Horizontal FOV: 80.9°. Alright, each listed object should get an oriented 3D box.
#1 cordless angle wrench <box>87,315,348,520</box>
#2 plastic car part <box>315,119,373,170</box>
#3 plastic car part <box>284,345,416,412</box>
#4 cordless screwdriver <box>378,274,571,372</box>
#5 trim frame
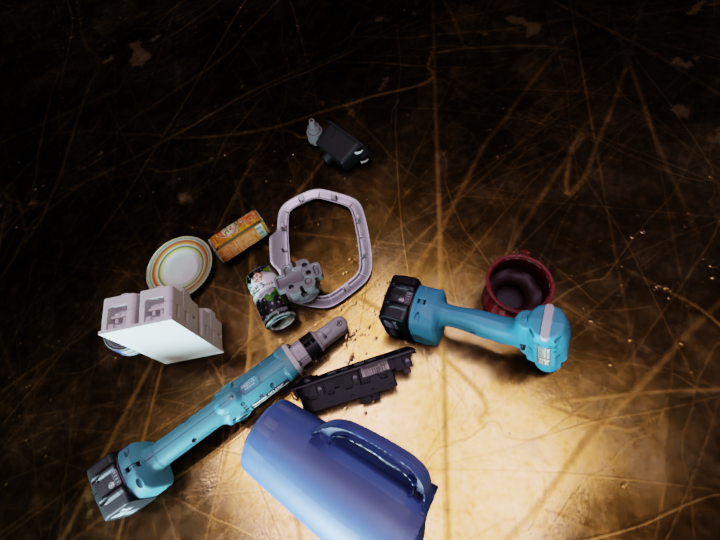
[{"bbox_3d":[-0.191,0.199,0.640,0.419,0.095,0.077,-35,68,-11],"label":"cordless angle wrench"},{"bbox_3d":[-0.044,-0.244,0.854,0.122,0.063,0.071,40,90,28],"label":"plastic car part"},{"bbox_3d":[-0.012,0.168,0.639,0.203,0.066,0.067,-14,89,2],"label":"plastic car part"},{"bbox_3d":[0.161,0.086,0.617,0.261,0.151,0.075,9,62,30],"label":"cordless screwdriver"},{"bbox_3d":[-0.076,-0.050,0.776,0.186,0.026,0.256,-10,64,7],"label":"trim frame"}]
